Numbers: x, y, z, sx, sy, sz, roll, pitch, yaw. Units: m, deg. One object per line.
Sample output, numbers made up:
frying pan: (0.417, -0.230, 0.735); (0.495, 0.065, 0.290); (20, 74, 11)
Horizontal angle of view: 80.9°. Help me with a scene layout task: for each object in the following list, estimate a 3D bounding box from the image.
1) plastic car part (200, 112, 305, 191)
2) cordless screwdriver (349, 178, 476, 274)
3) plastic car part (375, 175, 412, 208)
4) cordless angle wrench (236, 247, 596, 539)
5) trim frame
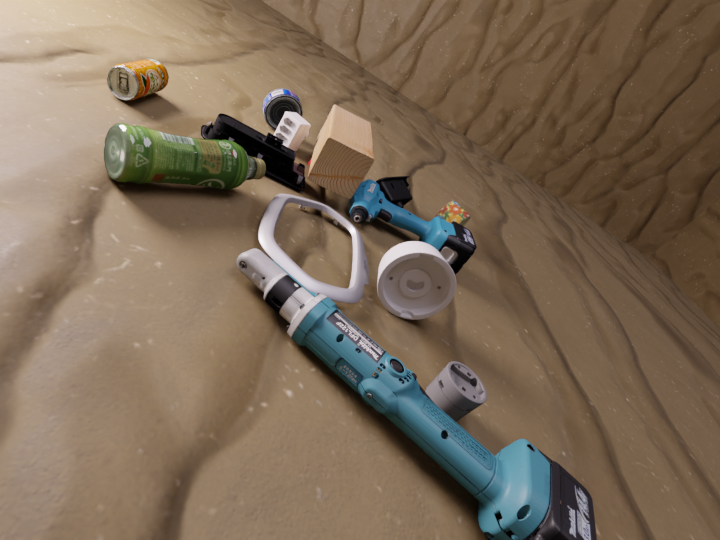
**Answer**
plastic car part: (-0.178, -0.211, 0.734); (0.197, 0.067, 0.068); (22, 38, -16)
cordless screwdriver: (0.092, -0.079, 0.801); (0.248, 0.074, 0.160); (29, 29, -2)
plastic car part: (0.072, -0.163, 0.928); (0.112, 0.067, 0.072); (-20, 75, -53)
cordless angle wrench: (0.025, 0.116, 0.438); (0.434, 0.074, 0.095); (39, 28, 14)
trim frame: (-0.061, -0.040, 0.629); (0.180, 0.027, 0.255); (26, 28, -14)
